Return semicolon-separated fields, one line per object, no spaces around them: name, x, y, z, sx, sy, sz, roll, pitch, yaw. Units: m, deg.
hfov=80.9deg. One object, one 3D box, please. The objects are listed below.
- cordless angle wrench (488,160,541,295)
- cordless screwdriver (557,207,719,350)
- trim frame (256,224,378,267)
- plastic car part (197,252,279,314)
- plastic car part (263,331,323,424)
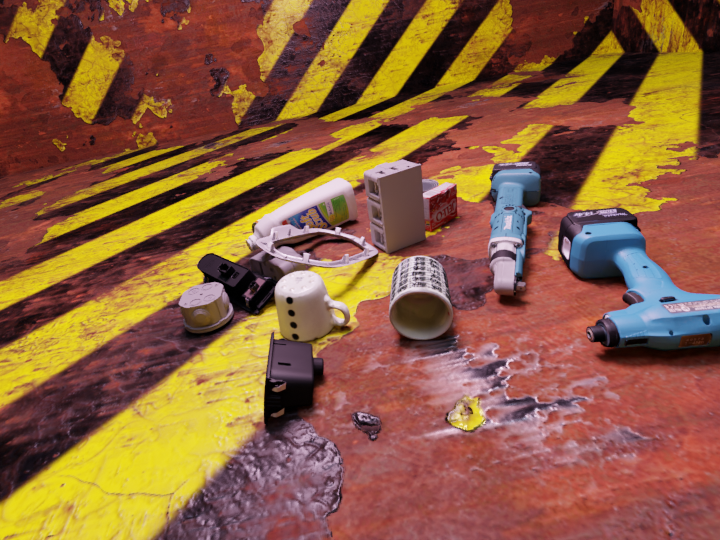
cordless angle wrench;0.265;-0.086;0.747;0.102;0.072;0.422;1;33;22
cordless screwdriver;0.332;0.007;0.551;0.161;0.072;0.256;-9;32;4
trim frame;-0.075;-0.049;0.769;0.193;0.027;0.240;19;22;28
plastic car part;-0.232;0.012;0.745;0.214;0.063;0.066;16;67;46
plastic car part;-0.080;0.120;0.514;0.071;0.065;0.119;4;24;-5
